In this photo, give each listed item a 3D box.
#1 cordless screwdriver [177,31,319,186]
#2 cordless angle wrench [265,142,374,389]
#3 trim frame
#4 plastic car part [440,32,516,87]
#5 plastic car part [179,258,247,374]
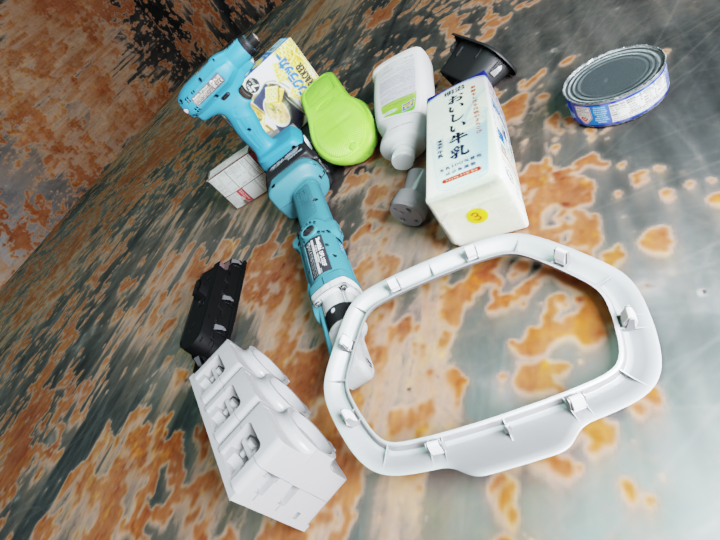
[{"bbox_3d":[-0.159,-0.253,0.707,0.161,0.236,0.077,-35,34,19],"label":"cordless screwdriver"},{"bbox_3d":[-0.053,-0.035,0.543,0.099,0.070,0.442,-36,39,11],"label":"cordless angle wrench"},{"bbox_3d":[0.082,0.056,0.329,0.251,0.026,0.192,-23,47,10],"label":"trim frame"},{"bbox_3d":[0.157,-0.285,0.608,0.071,0.062,0.122,-47,36,20],"label":"plastic car part"},{"bbox_3d":[-0.213,0.053,0.611,0.067,0.063,0.210,-23,43,15],"label":"plastic car part"}]
